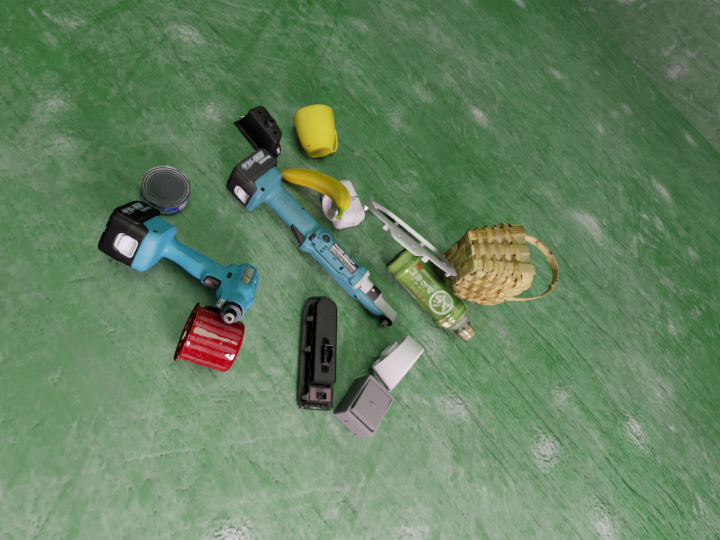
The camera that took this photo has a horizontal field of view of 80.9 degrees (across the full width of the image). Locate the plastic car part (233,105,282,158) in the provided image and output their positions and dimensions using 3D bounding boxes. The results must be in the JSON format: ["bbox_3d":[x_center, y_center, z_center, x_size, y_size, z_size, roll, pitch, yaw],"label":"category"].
[{"bbox_3d":[-0.201,-0.296,0.885,0.064,0.071,0.118,-34,82,-33],"label":"plastic car part"}]

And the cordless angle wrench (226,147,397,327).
[{"bbox_3d":[-0.080,-0.053,0.823,0.422,0.075,0.097,46,55,-2],"label":"cordless angle wrench"}]

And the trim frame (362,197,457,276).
[{"bbox_3d":[0.099,-0.070,0.876,0.251,0.027,0.182,41,14,3],"label":"trim frame"}]

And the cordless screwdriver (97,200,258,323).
[{"bbox_3d":[-0.279,-0.008,0.660,0.243,0.074,0.163,29,17,-12],"label":"cordless screwdriver"}]

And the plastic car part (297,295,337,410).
[{"bbox_3d":[-0.070,0.134,0.741,0.065,0.067,0.208,7,60,-17],"label":"plastic car part"}]
